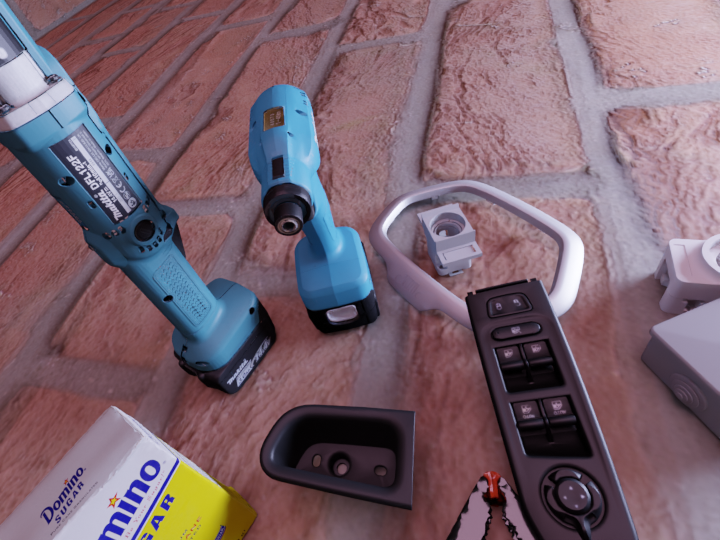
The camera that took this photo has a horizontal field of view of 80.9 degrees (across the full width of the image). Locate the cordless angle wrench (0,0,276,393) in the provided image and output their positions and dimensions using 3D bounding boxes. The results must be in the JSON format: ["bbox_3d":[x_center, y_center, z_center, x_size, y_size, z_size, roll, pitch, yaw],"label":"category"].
[{"bbox_3d":[-0.182,-0.038,0.332,0.078,0.403,0.097,19,57,29],"label":"cordless angle wrench"}]

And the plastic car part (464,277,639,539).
[{"bbox_3d":[0.137,0.107,0.329,0.067,0.064,0.210,-11,48,8],"label":"plastic car part"}]

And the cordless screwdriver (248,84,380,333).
[{"bbox_3d":[-0.038,-0.025,0.385,0.075,0.237,0.165,-14,47,3],"label":"cordless screwdriver"}]

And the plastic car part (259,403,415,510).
[{"bbox_3d":[-0.014,0.151,0.340,0.120,0.068,0.067,-1,49,17],"label":"plastic car part"}]

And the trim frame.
[{"bbox_3d":[0.118,-0.027,0.479,0.182,0.026,0.263,-35,48,-12],"label":"trim frame"}]
